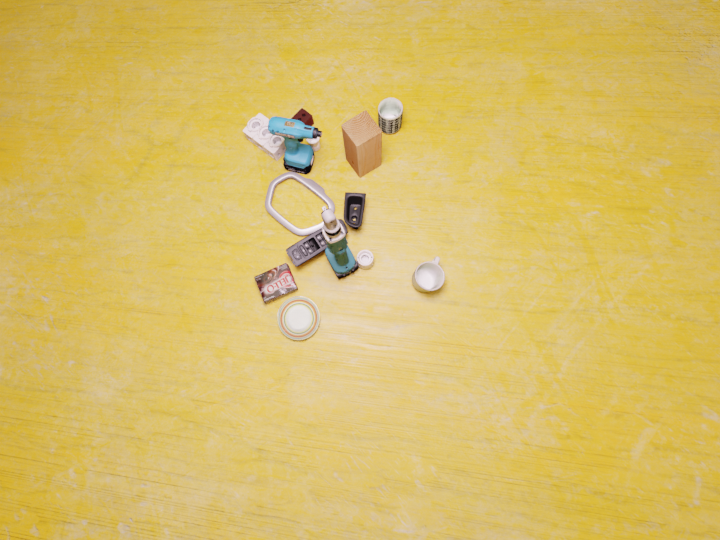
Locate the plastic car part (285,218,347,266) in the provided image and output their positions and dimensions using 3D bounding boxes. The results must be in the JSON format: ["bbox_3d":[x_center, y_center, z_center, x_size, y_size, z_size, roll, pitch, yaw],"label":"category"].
[{"bbox_3d":[-0.129,-0.084,1.318,0.202,0.065,0.068,-33,75,-3],"label":"plastic car part"}]

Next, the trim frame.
[{"bbox_3d":[-0.201,-0.222,1.388,0.256,0.027,0.184,38,81,16],"label":"trim frame"}]

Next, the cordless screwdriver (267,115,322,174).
[{"bbox_3d":[-0.186,-0.387,1.322,0.162,0.243,0.075,14,77,7],"label":"cordless screwdriver"}]

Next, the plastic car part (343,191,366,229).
[{"bbox_3d":[-0.020,-0.180,1.330,0.067,0.069,0.118,4,75,6],"label":"plastic car part"}]

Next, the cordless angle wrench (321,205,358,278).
[{"bbox_3d":[-0.063,-0.071,1.124,0.074,0.413,0.100,-28,77,-5],"label":"cordless angle wrench"}]
